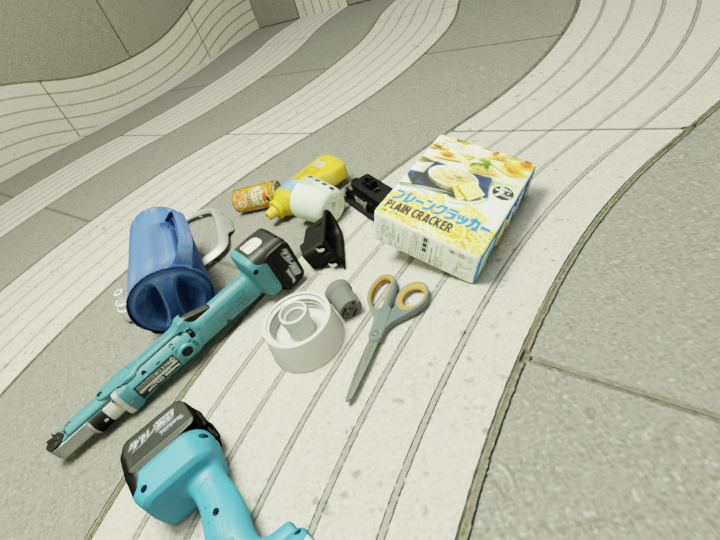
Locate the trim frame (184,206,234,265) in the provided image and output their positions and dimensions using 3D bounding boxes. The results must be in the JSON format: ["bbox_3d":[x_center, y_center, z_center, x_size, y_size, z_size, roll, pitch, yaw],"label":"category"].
[{"bbox_3d":[-0.362,-0.065,0.913,0.183,0.026,0.261,-29,37,-5],"label":"trim frame"}]

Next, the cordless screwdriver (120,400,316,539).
[{"bbox_3d":[-0.160,0.256,0.408,0.263,0.071,0.157,26,59,40],"label":"cordless screwdriver"}]

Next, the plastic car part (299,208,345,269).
[{"bbox_3d":[-0.071,-0.046,0.723,0.072,0.063,0.120,-29,33,15],"label":"plastic car part"}]

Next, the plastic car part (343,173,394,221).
[{"bbox_3d":[0.034,-0.131,0.762,0.065,0.064,0.214,-26,40,-15],"label":"plastic car part"}]

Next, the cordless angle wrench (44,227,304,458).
[{"bbox_3d":[-0.266,0.105,0.629,0.419,0.093,0.079,-45,42,-18],"label":"cordless angle wrench"}]
